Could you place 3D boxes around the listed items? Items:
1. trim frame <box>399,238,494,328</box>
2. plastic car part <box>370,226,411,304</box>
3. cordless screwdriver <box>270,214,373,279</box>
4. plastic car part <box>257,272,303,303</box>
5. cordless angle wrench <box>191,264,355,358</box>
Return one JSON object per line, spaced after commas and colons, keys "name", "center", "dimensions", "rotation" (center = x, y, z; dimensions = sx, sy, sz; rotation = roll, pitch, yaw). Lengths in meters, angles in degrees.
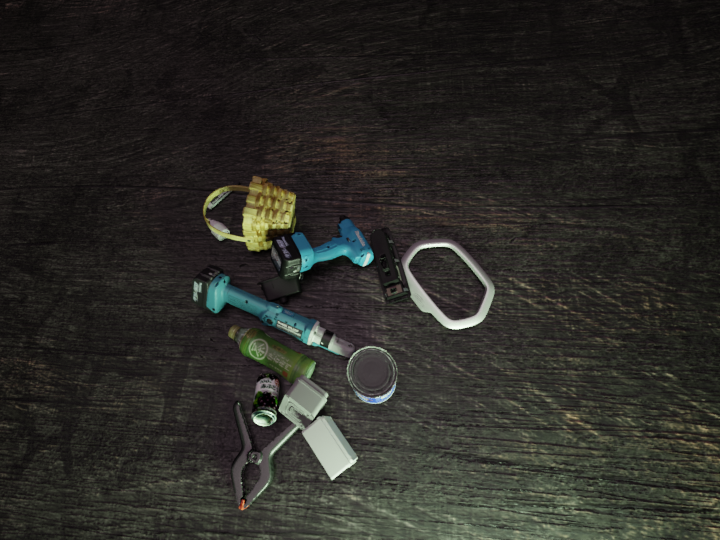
{"name": "trim frame", "center": [0.209, 0.026, 1.039], "dimensions": [0.183, 0.027, 0.258], "rotation": [-33, 67, -8]}
{"name": "plastic car part", "center": [0.062, -0.023, 1.062], "dimensions": [0.068, 0.063, 0.210], "rotation": [-25, 58, 23]}
{"name": "cordless screwdriver", "center": [-0.104, -0.068, 1.067], "dimensions": [0.241, 0.073, 0.167], "rotation": [-11, 52, -23]}
{"name": "plastic car part", "center": [-0.196, 0.046, 1.076], "dimensions": [0.117, 0.065, 0.072], "rotation": [-21, 81, 2]}
{"name": "cordless angle wrench", "center": [-0.211, 0.110, 1.028], "dimensions": [0.432, 0.096, 0.074], "rotation": [22, 32, 11]}
